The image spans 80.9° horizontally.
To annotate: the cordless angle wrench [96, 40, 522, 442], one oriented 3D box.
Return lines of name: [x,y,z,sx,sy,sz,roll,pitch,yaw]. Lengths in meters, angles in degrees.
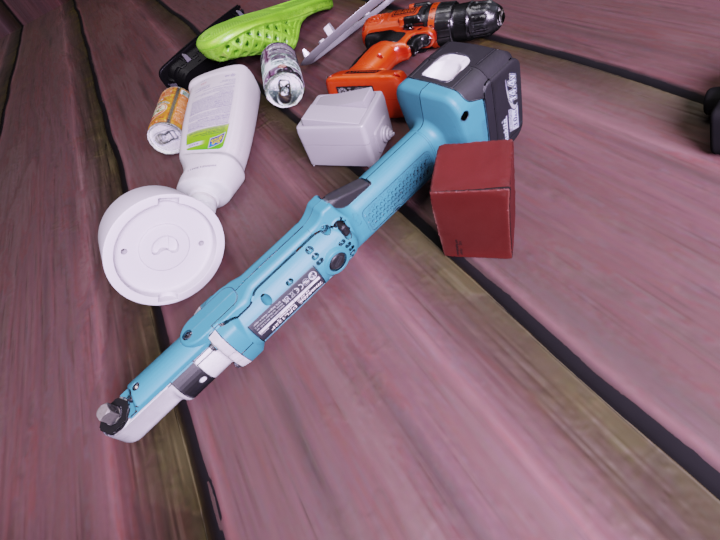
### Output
cordless angle wrench: [-0.034,-0.022,0.349,0.421,0.093,0.079,-44,50,-9]

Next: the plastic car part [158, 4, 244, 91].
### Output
plastic car part: [-0.261,-0.378,0.746,0.069,0.065,0.201,40,72,13]

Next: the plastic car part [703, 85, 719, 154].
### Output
plastic car part: [0.294,-0.121,0.305,0.075,0.063,0.116,13,55,46]

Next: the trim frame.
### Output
trim frame: [0.008,-0.371,0.601,0.247,0.027,0.191,-47,22,-15]
